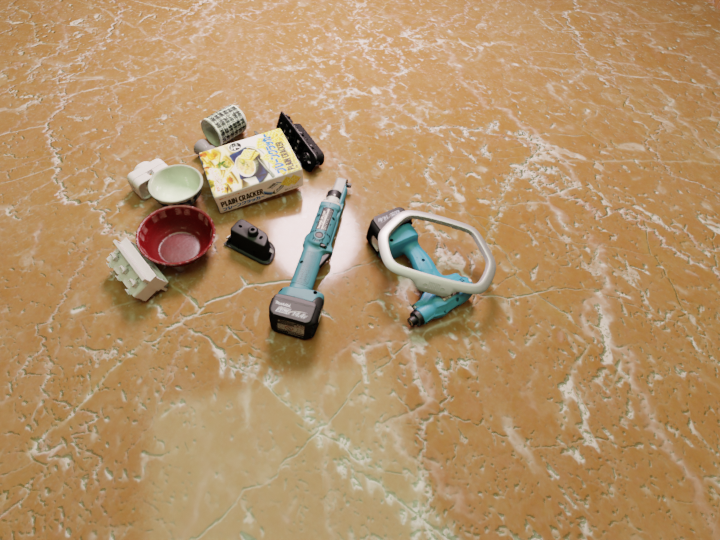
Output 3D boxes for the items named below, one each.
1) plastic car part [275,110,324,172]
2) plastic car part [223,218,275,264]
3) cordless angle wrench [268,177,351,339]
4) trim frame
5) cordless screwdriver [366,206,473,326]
[{"bbox_3d":[-0.156,-0.334,1.117,0.064,0.066,0.213,-3,49,-40],"label":"plastic car part"},{"bbox_3d":[-0.237,-0.071,0.917,0.121,0.069,0.066,27,59,17],"label":"plastic car part"},{"bbox_3d":[-0.090,-0.059,0.919,0.099,0.072,0.429,12,53,3],"label":"cordless angle wrench"},{"bbox_3d":[0.156,-0.037,0.863,0.248,0.027,0.187,14,58,-2],"label":"trim frame"},{"bbox_3d":[0.100,-0.008,0.890,0.156,0.073,0.259,-29,65,-21],"label":"cordless screwdriver"}]
